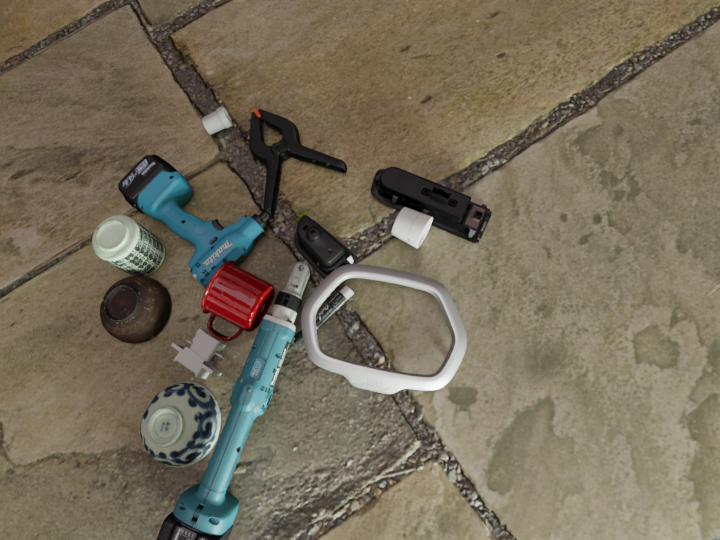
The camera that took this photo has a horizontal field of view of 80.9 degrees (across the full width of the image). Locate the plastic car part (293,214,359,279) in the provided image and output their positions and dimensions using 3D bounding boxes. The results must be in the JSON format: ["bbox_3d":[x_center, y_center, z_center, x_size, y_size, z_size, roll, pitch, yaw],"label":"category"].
[{"bbox_3d":[-0.067,-0.044,0.682,0.066,0.069,0.120,-43,75,-10],"label":"plastic car part"}]

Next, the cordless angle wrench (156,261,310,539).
[{"bbox_3d":[-0.157,0.178,0.611,0.075,0.096,0.426,17,71,6],"label":"cordless angle wrench"}]

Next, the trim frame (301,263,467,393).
[{"bbox_3d":[0.033,0.087,0.636,0.250,0.027,0.186,10,75,4],"label":"trim frame"}]

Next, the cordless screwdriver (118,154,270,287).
[{"bbox_3d":[-0.286,-0.105,0.733,0.256,0.072,0.158,42,81,14],"label":"cordless screwdriver"}]

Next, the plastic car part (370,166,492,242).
[{"bbox_3d":[0.109,-0.117,0.691,0.210,0.065,0.066,25,83,17],"label":"plastic car part"}]
